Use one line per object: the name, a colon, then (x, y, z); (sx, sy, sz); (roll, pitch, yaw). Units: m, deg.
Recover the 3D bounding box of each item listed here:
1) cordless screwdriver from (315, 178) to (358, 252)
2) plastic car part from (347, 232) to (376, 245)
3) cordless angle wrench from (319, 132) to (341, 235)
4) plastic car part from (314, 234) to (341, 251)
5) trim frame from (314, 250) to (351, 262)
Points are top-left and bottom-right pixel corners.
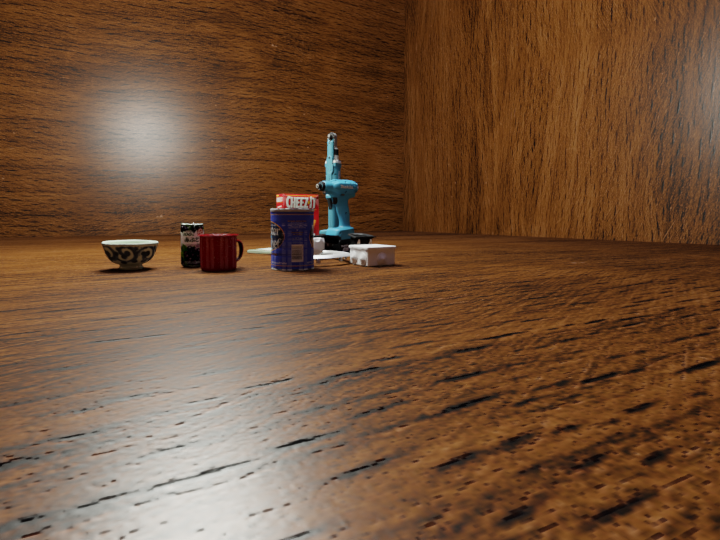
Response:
cordless screwdriver: (-0.082, -0.184, 1.433); (0.152, 0.247, 0.078); (-3, 5, -37)
plastic car part: (-0.001, -0.078, 1.294); (0.065, 0.070, 0.119); (-1, 6, -14)
cordless angle wrench: (-0.100, -0.283, 1.530); (0.078, 0.421, 0.094); (2, 4, 29)
plastic car part: (-0.138, -0.091, 1.416); (0.064, 0.067, 0.212); (-3, 7, -29)
trim frame: (-0.128, -0.038, 1.153); (0.178, 0.027, 0.258); (-3, 8, -24)
